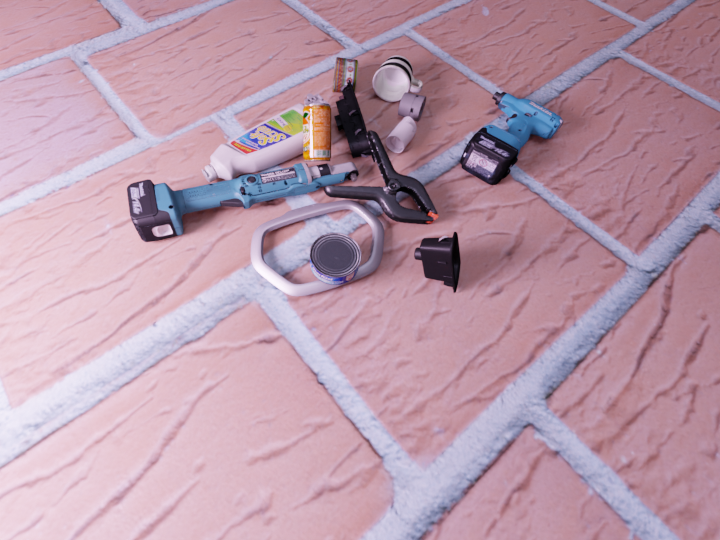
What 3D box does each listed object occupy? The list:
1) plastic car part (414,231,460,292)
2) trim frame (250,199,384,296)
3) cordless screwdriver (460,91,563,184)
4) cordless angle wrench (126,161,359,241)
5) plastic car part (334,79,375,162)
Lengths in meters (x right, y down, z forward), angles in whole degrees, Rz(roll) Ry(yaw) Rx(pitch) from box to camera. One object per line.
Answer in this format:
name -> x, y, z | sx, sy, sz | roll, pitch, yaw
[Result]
plastic car part -> 0.128, -0.022, 0.708 | 0.074, 0.110, 0.067 | 3, 56, 24
trim frame -> -0.074, -0.048, 0.758 | 0.245, 0.027, 0.192 | -20, 63, -12
cordless screwdriver -> 0.300, -0.295, 0.895 | 0.165, 0.073, 0.245 | 40, 61, 19
cordless angle wrench -> -0.204, -0.151, 0.792 | 0.415, 0.073, 0.102 | -15, 62, -14
plastic car part -> -0.016, -0.312, 0.898 | 0.067, 0.064, 0.211 | -17, 61, -3
